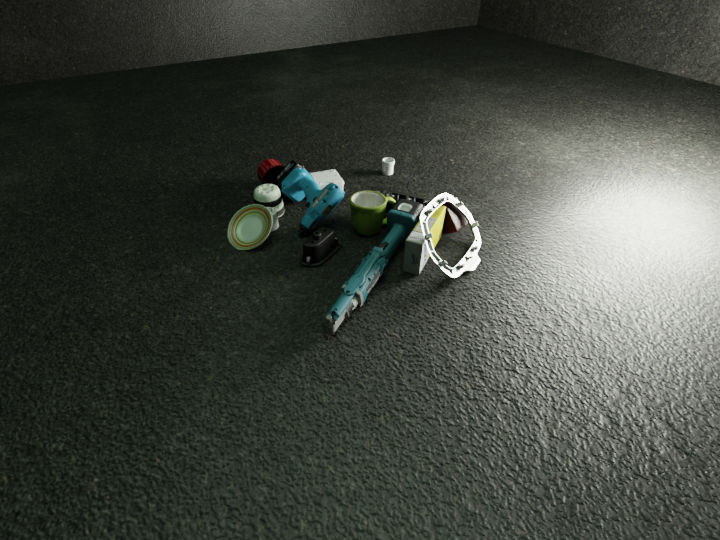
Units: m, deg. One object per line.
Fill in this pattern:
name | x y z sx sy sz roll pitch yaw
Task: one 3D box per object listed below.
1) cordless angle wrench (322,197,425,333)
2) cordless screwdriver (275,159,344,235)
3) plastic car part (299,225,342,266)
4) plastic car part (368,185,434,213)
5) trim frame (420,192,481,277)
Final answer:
cordless angle wrench | 0.031 -0.014 0.950 0.077 0.094 0.420 18 48 22
cordless screwdriver | -0.161 -0.204 1.177 0.159 0.070 0.263 -50 44 2
plastic car part | -0.100 -0.066 1.025 0.069 0.069 0.115 19 40 24
plastic car part | 0.123 -0.172 1.143 0.206 0.065 0.067 10 33 8
trim frame | 0.217 -0.086 0.985 0.028 0.183 0.244 -29 7 42
